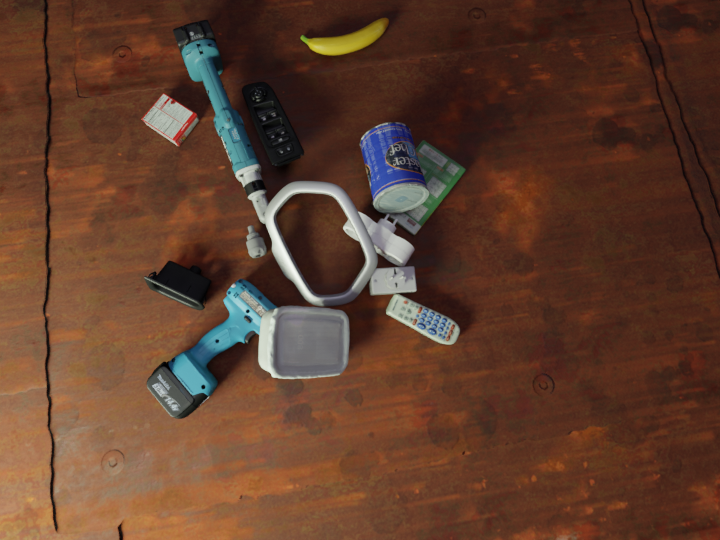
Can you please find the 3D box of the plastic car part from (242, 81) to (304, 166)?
[{"bbox_3d":[-0.177,-0.293,0.851,0.066,0.065,0.208,-25,76,-1],"label":"plastic car part"}]

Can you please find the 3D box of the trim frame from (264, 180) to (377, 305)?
[{"bbox_3d":[-0.077,-0.051,0.790,0.186,0.027,0.246,-27,95,11],"label":"trim frame"}]

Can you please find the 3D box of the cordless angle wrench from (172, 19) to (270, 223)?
[{"bbox_3d":[-0.260,-0.288,0.840,0.073,0.098,0.428,-22,83,-12],"label":"cordless angle wrench"}]

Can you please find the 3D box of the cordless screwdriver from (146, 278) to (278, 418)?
[{"bbox_3d":[-0.239,0.153,0.753,0.161,0.074,0.247,41,76,4],"label":"cordless screwdriver"}]

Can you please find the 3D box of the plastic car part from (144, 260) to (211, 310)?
[{"bbox_3d":[-0.329,0.022,0.789,0.116,0.065,0.071,22,64,-2],"label":"plastic car part"}]
